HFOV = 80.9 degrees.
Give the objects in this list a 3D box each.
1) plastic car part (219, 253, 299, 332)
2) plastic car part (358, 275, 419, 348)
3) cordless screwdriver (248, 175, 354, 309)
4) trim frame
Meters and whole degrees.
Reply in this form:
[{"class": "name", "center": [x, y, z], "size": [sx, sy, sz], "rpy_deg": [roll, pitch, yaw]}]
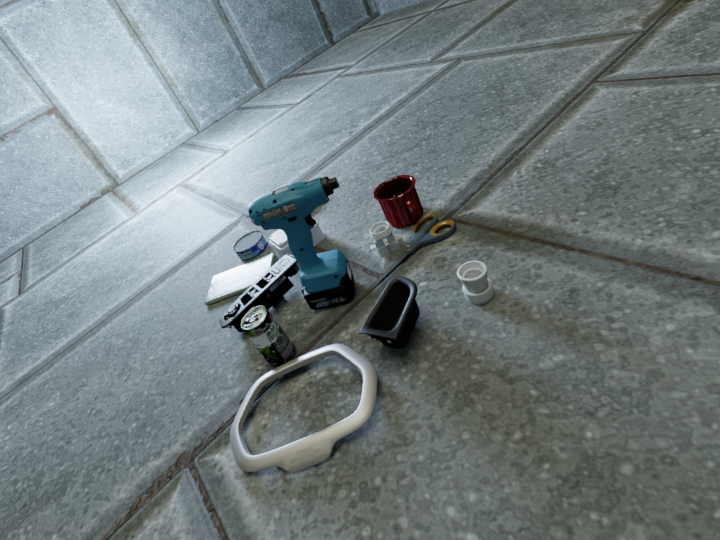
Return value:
[{"class": "plastic car part", "center": [-0.203, 0.053, 0.873], "size": [0.201, 0.064, 0.070], "rpy_deg": [-41, 35, -17]}, {"class": "plastic car part", "center": [0.060, 0.074, 0.655], "size": [0.069, 0.068, 0.116], "rpy_deg": [3, 45, 39]}, {"class": "cordless screwdriver", "center": [-0.074, -0.048, 0.757], "size": [0.162, 0.237, 0.076], "rpy_deg": [-18, 33, 15]}, {"class": "trim frame", "center": [-0.088, 0.202, 0.634], "size": [0.250, 0.026, 0.191], "rpy_deg": [-25, 35, 6]}]
